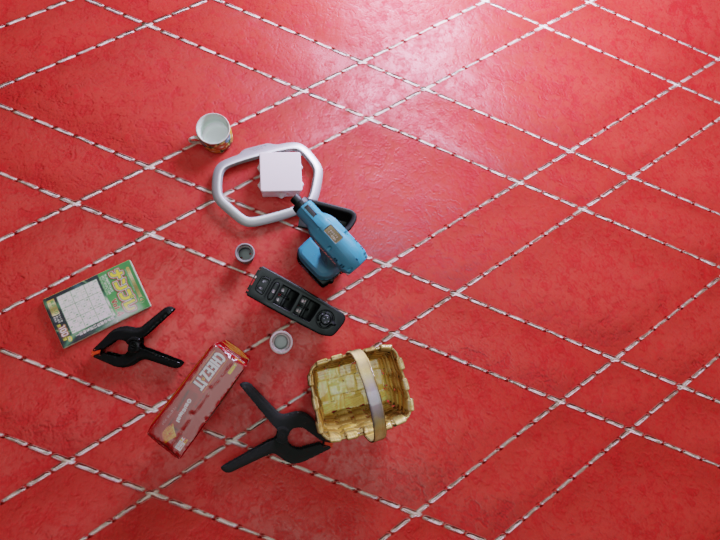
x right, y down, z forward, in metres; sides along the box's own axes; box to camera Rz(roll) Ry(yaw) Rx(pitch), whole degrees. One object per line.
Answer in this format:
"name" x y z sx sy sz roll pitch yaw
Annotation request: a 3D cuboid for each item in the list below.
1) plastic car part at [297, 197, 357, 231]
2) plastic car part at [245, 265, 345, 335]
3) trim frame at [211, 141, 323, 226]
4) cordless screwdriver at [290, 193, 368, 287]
"plastic car part" -0.072 -0.105 0.900 0.115 0.071 0.066 12 79 -6
"plastic car part" -0.130 0.069 0.859 0.203 0.067 0.066 29 77 -1
"trim frame" -0.201 -0.194 0.926 0.245 0.027 0.186 -20 81 -10
"cordless screwdriver" -0.078 -0.051 0.797 0.074 0.250 0.160 -42 90 -14
